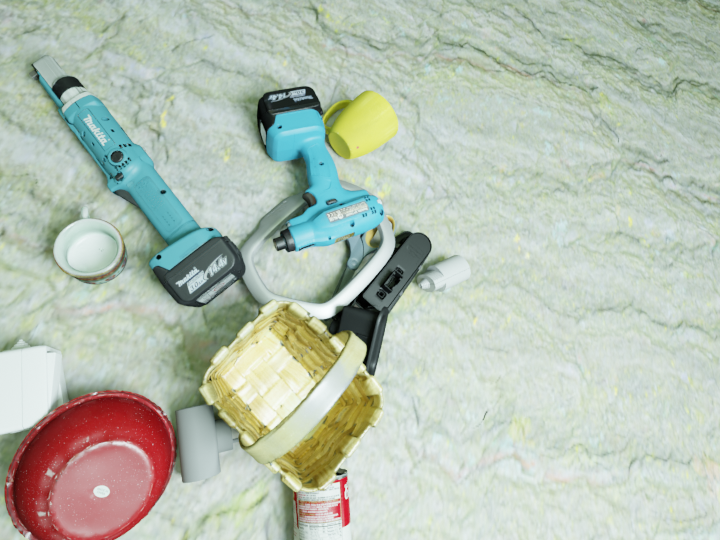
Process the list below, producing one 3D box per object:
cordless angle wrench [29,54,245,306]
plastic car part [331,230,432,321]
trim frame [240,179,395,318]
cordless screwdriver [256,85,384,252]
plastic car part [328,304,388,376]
[{"bbox_3d":[-0.315,-0.140,0.568,0.097,0.073,0.431,-39,80,-8],"label":"cordless angle wrench"},{"bbox_3d":[0.044,0.009,0.626,0.067,0.067,0.201,37,62,4],"label":"plastic car part"},{"bbox_3d":[-0.060,-0.039,0.614,0.188,0.027,0.246,38,66,11],"label":"trim frame"},{"bbox_3d":[-0.089,-0.146,0.617,0.156,0.073,0.257,-21,70,-18],"label":"cordless screwdriver"},{"bbox_3d":[-0.007,0.092,0.561,0.073,0.065,0.115,13,106,16],"label":"plastic car part"}]
